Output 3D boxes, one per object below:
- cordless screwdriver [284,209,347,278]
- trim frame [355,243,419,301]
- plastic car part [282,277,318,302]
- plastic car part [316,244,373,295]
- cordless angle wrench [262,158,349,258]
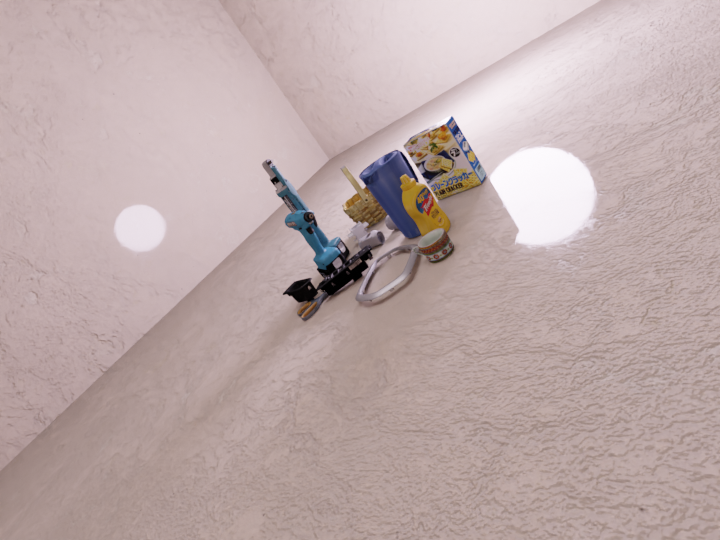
[{"bbox_3d":[-0.129,-0.085,1.323,0.073,0.242,0.165,-43,18,-23],"label":"cordless screwdriver"},{"bbox_3d":[0.070,0.003,1.120,0.189,0.027,0.249,-24,24,32],"label":"trim frame"},{"bbox_3d":[-0.176,0.069,1.314,0.121,0.069,0.065,-12,30,50],"label":"plastic car part"},{"bbox_3d":[-0.040,0.007,1.235,0.204,0.065,0.068,-34,18,8],"label":"plastic car part"},{"bbox_3d":[-0.193,-0.191,1.414,0.101,0.411,0.074,-25,19,36],"label":"cordless angle wrench"}]
